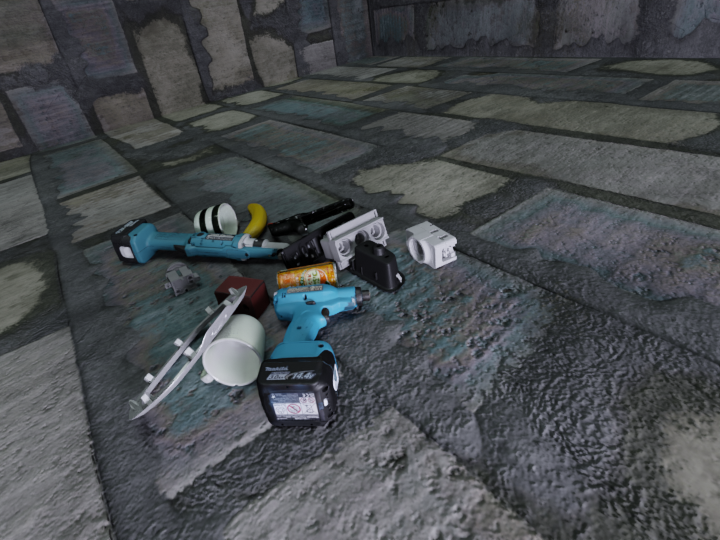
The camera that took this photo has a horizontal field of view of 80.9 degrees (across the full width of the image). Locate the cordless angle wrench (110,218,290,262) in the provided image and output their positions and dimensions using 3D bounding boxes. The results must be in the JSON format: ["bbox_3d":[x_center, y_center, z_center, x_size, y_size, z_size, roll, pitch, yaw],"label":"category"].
[{"bbox_3d":[-0.349,-0.056,0.933,0.436,0.072,0.098,4,35,17],"label":"cordless angle wrench"}]

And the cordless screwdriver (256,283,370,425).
[{"bbox_3d":[-0.060,0.100,0.616,0.160,0.072,0.255,-8,30,3],"label":"cordless screwdriver"}]

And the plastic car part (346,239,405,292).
[{"bbox_3d":[0.031,-0.018,0.765,0.064,0.068,0.123,-29,35,-26],"label":"plastic car part"}]

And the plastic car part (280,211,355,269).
[{"bbox_3d":[-0.085,-0.056,0.869,0.199,0.065,0.070,-35,16,-31],"label":"plastic car part"}]

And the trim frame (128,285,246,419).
[{"bbox_3d":[-0.248,0.108,0.614,0.188,0.027,0.249,-31,20,35],"label":"trim frame"}]
